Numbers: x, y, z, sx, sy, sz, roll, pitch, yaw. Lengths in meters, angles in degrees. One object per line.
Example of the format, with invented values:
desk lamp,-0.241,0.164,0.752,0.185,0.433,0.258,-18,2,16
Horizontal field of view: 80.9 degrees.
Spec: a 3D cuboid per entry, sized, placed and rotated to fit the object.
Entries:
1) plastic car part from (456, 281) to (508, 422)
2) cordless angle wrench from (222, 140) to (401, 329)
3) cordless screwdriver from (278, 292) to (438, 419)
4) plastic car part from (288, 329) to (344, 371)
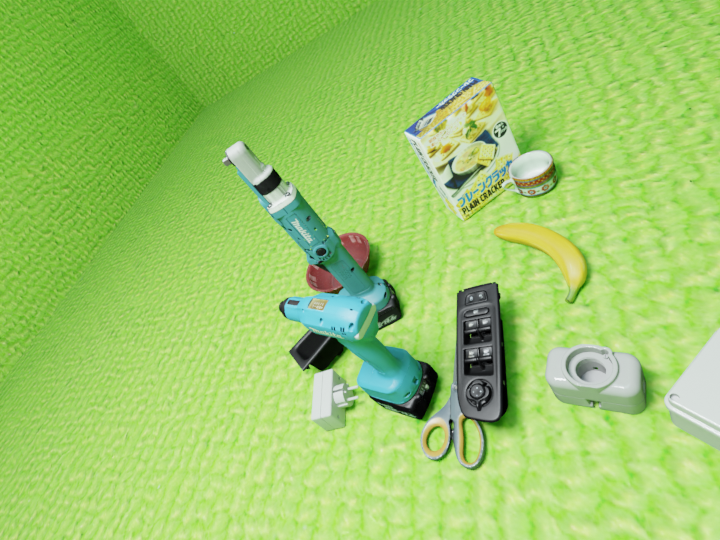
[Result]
plastic car part,0.174,0.118,0.599,0.069,0.063,0.206,-15,44,31
cordless angle wrench,-0.068,-0.044,0.691,0.099,0.401,0.077,-30,36,14
cordless screwdriver,-0.002,0.116,0.611,0.167,0.236,0.074,2,53,44
plastic car part,-0.064,0.138,0.783,0.116,0.067,0.070,-46,36,-7
